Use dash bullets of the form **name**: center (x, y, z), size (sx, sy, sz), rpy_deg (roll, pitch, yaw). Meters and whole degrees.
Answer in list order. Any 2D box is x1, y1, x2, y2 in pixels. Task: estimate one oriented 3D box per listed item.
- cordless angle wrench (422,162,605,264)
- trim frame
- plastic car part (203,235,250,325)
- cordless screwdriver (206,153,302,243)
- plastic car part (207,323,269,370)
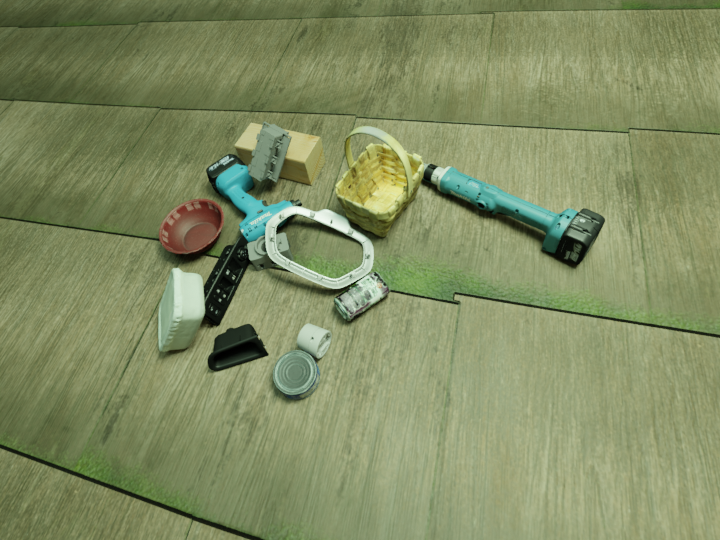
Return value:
- **cordless angle wrench**: center (0.274, -0.155, 0.906), size (0.445, 0.093, 0.074), rpy_deg (33, 71, 30)
- **trim frame**: center (-0.089, -0.059, 0.915), size (0.253, 0.027, 0.184), rpy_deg (23, 54, 9)
- **plastic car part**: center (-0.300, 0.016, 0.931), size (0.070, 0.063, 0.204), rpy_deg (-1, 56, 39)
- **cordless screwdriver**: center (-0.266, -0.191, 1.046), size (0.158, 0.071, 0.260), rpy_deg (-34, 62, -11)
- **plastic car part**: center (-0.250, 0.144, 0.841), size (0.117, 0.063, 0.074), rpy_deg (-17, 42, 3)
